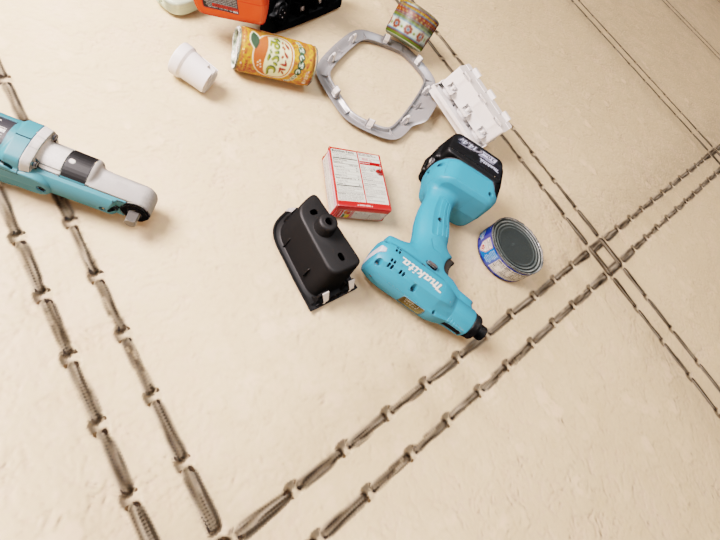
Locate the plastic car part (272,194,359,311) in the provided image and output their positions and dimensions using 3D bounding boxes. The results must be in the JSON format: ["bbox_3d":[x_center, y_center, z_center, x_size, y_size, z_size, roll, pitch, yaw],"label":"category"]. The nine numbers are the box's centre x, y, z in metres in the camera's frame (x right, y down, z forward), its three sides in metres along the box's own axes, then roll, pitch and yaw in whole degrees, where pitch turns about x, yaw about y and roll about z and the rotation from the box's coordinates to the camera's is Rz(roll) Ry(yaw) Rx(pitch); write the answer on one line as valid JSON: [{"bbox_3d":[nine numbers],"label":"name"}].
[{"bbox_3d":[-0.043,-0.028,0.445,0.064,0.072,0.118,-22,79,-35],"label":"plastic car part"}]

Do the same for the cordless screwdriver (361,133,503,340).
[{"bbox_3d":[0.117,-0.046,0.529,0.158,0.075,0.249,34,58,-6],"label":"cordless screwdriver"}]

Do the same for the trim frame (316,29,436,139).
[{"bbox_3d":[0.035,-0.296,0.656,0.183,0.028,0.248,36,52,-5],"label":"trim frame"}]

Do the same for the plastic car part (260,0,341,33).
[{"bbox_3d":[-0.097,-0.419,0.640,0.068,0.066,0.202,34,54,4],"label":"plastic car part"}]

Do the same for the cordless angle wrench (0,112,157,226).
[{"bbox_3d":[-0.380,-0.134,0.349,0.410,0.075,0.100,21,57,-16],"label":"cordless angle wrench"}]
